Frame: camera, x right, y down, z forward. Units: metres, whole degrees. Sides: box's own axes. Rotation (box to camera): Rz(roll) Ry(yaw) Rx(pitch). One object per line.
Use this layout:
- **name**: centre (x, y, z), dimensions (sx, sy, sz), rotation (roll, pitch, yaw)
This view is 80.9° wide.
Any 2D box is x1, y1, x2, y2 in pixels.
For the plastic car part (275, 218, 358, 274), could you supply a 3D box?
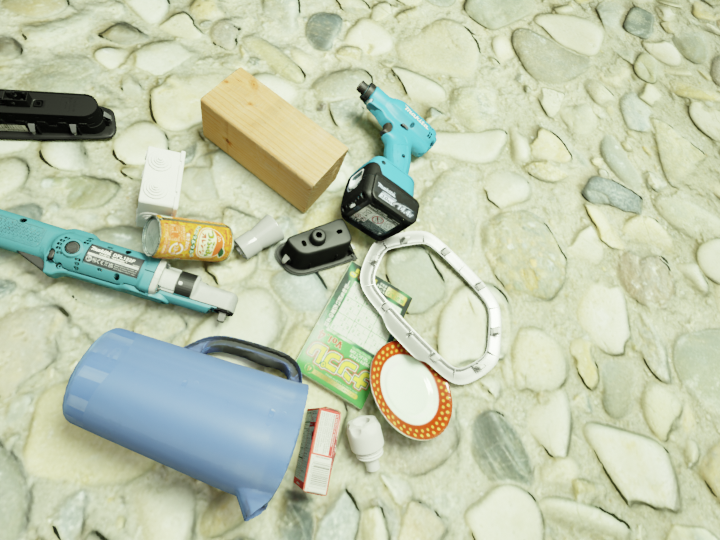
- **plastic car part**: centre (-0.059, -0.039, 0.606), dimensions (0.114, 0.071, 0.068), rotation (-19, 74, -22)

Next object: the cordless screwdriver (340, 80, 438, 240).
- **cordless screwdriver**: centre (0.032, -0.178, 0.646), dimensions (0.154, 0.076, 0.252), rotation (34, 52, -20)

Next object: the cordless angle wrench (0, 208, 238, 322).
- **cordless angle wrench**: centre (-0.361, -0.019, 0.538), dimensions (0.417, 0.074, 0.099), rotation (18, 66, -7)

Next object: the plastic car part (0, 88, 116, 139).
- **plastic car part**: centre (-0.462, -0.230, 0.609), dimensions (0.198, 0.066, 0.068), rotation (0, 62, -15)

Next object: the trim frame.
- **trim frame**: centre (0.110, 0.046, 0.619), dimensions (0.250, 0.028, 0.182), rotation (47, 63, 3)
